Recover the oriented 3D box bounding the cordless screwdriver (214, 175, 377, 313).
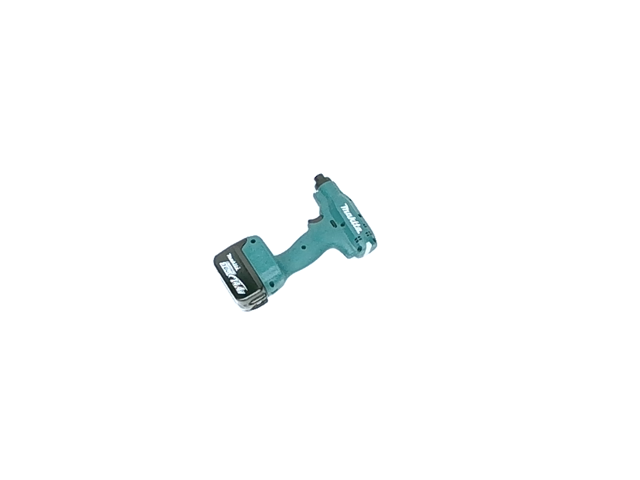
[{"bbox_3d":[-0.049,-0.001,0.684,0.248,0.159,0.074,-27,-19,-14],"label":"cordless screwdriver"}]
